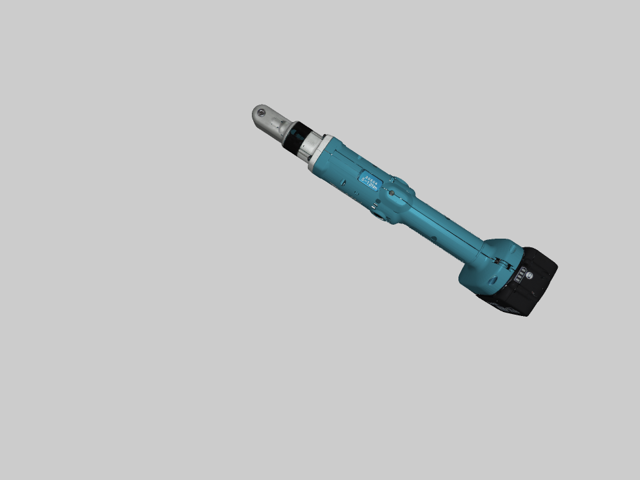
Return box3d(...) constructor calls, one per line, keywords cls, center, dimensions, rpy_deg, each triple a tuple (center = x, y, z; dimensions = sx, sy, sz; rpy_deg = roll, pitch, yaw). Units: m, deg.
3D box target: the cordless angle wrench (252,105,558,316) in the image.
box3d(cls="cordless angle wrench", center=(0.090, -0.051, 0.544), dimensions=(0.423, 0.074, 0.098), rpy_deg=(34, -4, 2))
